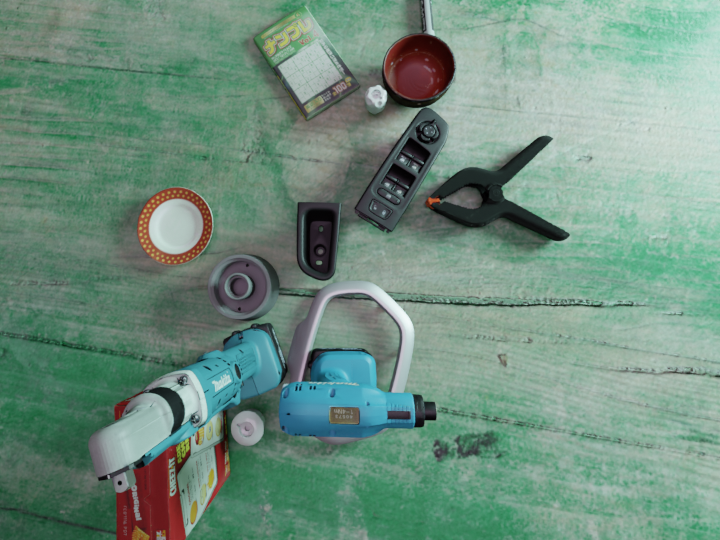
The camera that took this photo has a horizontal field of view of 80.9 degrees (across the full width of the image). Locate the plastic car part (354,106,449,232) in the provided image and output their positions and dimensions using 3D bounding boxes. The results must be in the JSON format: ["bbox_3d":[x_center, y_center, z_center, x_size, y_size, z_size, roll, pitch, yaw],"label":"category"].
[{"bbox_3d":[0.068,-0.154,0.654,0.067,0.066,0.203,31,87,5],"label":"plastic car part"}]

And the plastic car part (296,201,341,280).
[{"bbox_3d":[-0.064,-0.042,0.650,0.066,0.070,0.117,2,84,2],"label":"plastic car part"}]

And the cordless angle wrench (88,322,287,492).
[{"bbox_3d":[-0.158,0.122,0.464,0.074,0.419,0.099,-21,87,-2],"label":"cordless angle wrench"}]

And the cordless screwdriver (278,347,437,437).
[{"bbox_3d":[-0.004,0.149,0.534,0.160,0.246,0.075,0,86,1],"label":"cordless screwdriver"}]

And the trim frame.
[{"bbox_3d":[-0.019,0.137,0.646,0.186,0.027,0.249,14,84,6],"label":"trim frame"}]
